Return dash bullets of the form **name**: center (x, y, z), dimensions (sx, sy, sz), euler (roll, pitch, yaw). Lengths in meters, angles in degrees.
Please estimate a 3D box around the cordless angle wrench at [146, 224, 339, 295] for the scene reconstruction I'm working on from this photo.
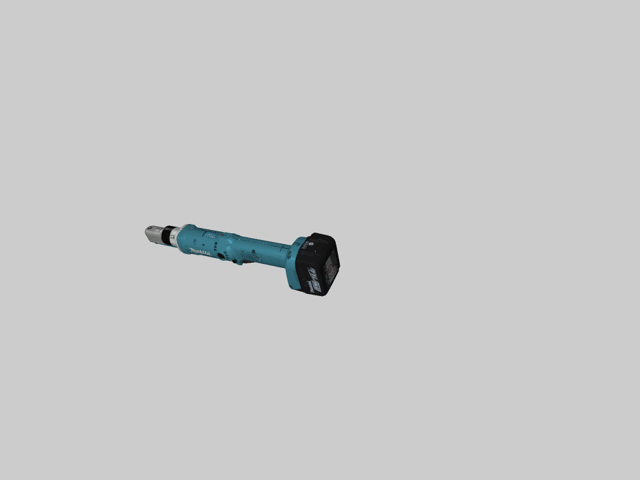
- **cordless angle wrench**: center (-0.173, 0.015, 0.809), dimensions (0.423, 0.098, 0.074), euler (10, 46, 24)
